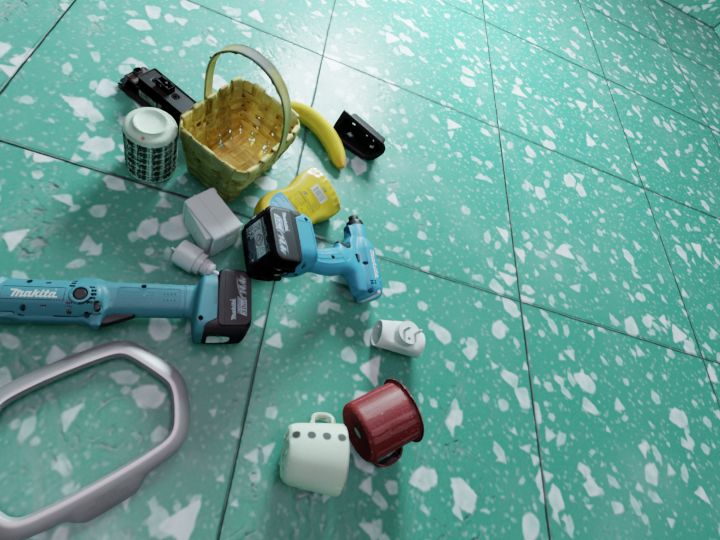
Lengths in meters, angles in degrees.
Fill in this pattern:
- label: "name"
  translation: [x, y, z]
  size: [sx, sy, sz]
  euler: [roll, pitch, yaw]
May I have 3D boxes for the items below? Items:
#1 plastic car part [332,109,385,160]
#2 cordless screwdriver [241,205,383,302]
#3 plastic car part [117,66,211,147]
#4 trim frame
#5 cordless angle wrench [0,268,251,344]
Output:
- label: "plastic car part"
  translation: [0.003, -0.286, 0.888]
  size: [0.115, 0.066, 0.071]
  euler: [35, 41, -6]
- label: "cordless screwdriver"
  translation: [-0.066, -0.043, 0.672]
  size: [0.235, 0.076, 0.164]
  euler: [15, 55, -43]
- label: "plastic car part"
  translation: [-0.335, -0.301, 0.755]
  size: [0.203, 0.067, 0.066]
  euler: [42, 48, 0]
- label: "trim frame"
  translation: [-0.329, 0.191, 0.501]
  size: [0.241, 0.027, 0.189]
  euler: [-24, 73, -33]
- label: "cordless angle wrench"
  translation: [-0.357, 0.042, 0.548]
  size: [0.411, 0.074, 0.101]
  euler: [3, 62, -18]
